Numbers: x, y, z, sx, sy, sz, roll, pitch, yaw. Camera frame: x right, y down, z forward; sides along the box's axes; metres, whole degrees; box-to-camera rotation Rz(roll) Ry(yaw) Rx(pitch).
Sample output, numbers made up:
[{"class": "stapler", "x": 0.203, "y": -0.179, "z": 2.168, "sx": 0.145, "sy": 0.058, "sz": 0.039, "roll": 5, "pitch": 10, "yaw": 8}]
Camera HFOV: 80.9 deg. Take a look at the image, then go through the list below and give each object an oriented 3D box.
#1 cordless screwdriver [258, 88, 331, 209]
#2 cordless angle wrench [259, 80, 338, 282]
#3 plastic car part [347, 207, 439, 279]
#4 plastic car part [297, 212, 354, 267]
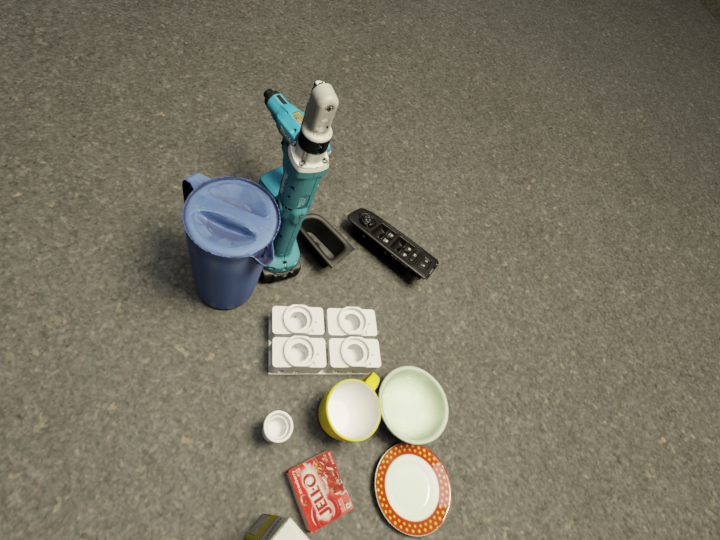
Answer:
[{"class": "cordless screwdriver", "x": -0.144, "y": -0.203, "z": 0.791, "sx": 0.073, "sy": 0.248, "sz": 0.163, "roll": -29, "pitch": 75, "yaw": -30}, {"class": "cordless angle wrench", "x": -0.103, "y": -0.107, "z": 0.646, "sx": 0.072, "sy": 0.422, "sz": 0.101, "roll": -12, "pitch": 69, "yaw": -25}, {"class": "plastic car part", "x": 0.058, "y": -0.053, "z": 0.869, "sx": 0.207, "sy": 0.067, "sz": 0.065, "roll": 41, "pitch": 58, "yaw": 9}, {"class": "plastic car part", "x": -0.081, "y": -0.053, "z": 0.828, "sx": 0.119, "sy": 0.070, "sz": 0.065, "roll": 46, "pitch": 59, "yaw": 11}]
